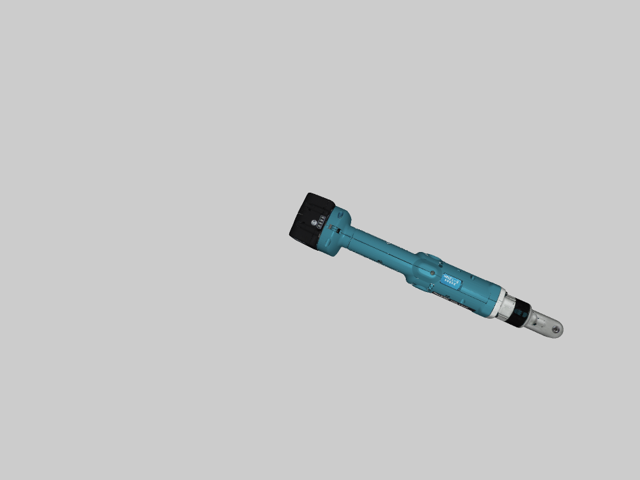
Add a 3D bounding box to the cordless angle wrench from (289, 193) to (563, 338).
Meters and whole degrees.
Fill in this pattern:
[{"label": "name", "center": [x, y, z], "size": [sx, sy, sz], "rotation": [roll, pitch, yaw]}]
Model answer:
[{"label": "cordless angle wrench", "center": [0.160, 0.049, 0.644], "size": [0.423, 0.074, 0.098], "rotation": [24, -4, 7]}]
